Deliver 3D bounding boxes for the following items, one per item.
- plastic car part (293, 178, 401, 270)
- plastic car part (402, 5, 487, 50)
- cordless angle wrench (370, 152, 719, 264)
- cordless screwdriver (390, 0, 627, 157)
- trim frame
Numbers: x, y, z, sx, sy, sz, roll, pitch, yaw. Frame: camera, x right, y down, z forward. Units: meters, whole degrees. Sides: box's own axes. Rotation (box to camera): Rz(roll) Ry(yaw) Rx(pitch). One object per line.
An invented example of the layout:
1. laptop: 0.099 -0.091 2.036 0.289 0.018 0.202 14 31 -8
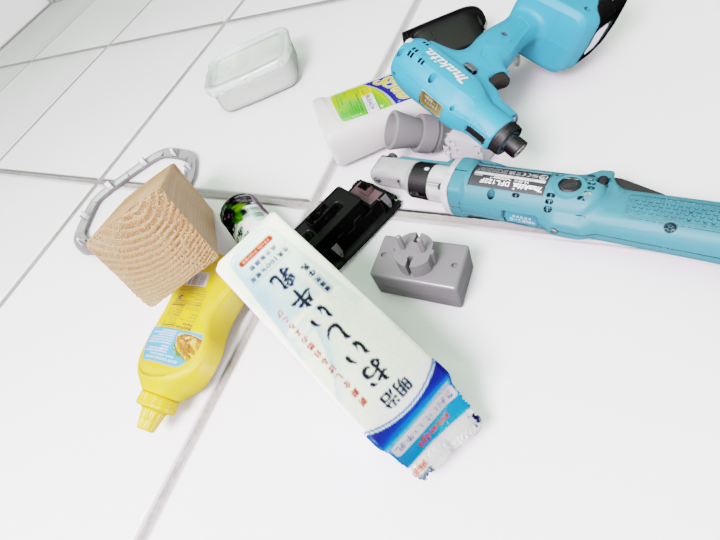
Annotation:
1. plastic car part: -0.046 -0.030 0.467 0.070 0.064 0.202 37 81 30
2. plastic car part: 0.124 -0.302 0.574 0.118 0.063 0.073 -17 68 10
3. cordless angle wrench: 0.186 -0.059 0.371 0.446 0.070 0.098 19 67 36
4. cordless screwdriver: 0.173 -0.221 0.439 0.246 0.072 0.165 -35 68 -15
5. trim frame: -0.381 -0.124 0.709 0.248 0.026 0.194 -35 51 -2
